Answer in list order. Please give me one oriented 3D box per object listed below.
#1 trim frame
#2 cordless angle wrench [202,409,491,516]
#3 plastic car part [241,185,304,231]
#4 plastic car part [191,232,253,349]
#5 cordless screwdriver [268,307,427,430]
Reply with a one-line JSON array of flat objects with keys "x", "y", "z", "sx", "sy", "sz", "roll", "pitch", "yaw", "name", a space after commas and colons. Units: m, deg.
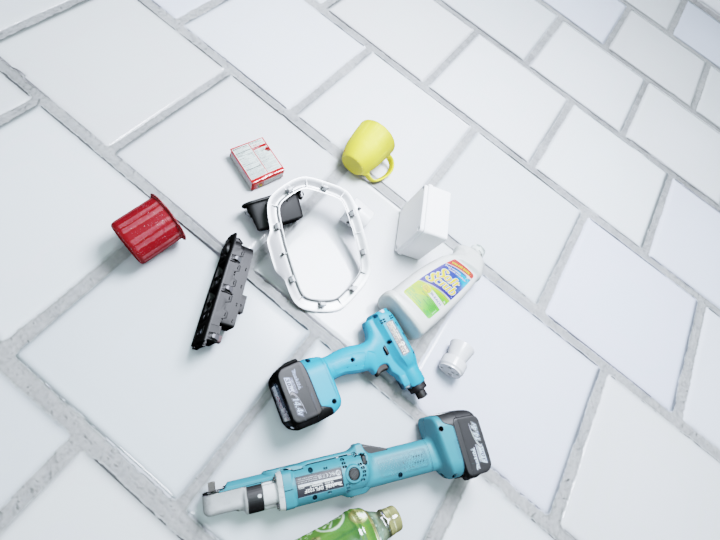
[{"x": -0.074, "y": -0.048, "z": 0.755, "sx": 0.180, "sy": 0.028, "sz": 0.248, "roll": -15, "pitch": 90, "yaw": -18, "name": "trim frame"}, {"x": -0.015, "y": 0.297, "z": 0.627, "sx": 0.413, "sy": 0.074, "sz": 0.101, "roll": -7, "pitch": 69, "yaw": -16, "name": "cordless angle wrench"}, {"x": -0.155, "y": -0.104, "z": 0.781, "sx": 0.114, "sy": 0.067, "sz": 0.071, "roll": -23, "pitch": 91, "yaw": -22, "name": "plastic car part"}, {"x": -0.218, "y": 0.031, "z": 0.696, "sx": 0.065, "sy": 0.067, "sz": 0.207, "roll": 15, "pitch": 62, "yaw": -22, "name": "plastic car part"}, {"x": -0.012, "y": 0.178, "z": 0.680, "sx": 0.242, "sy": 0.074, "sz": 0.163, "roll": -23, "pitch": 75, "yaw": -28, "name": "cordless screwdriver"}]
